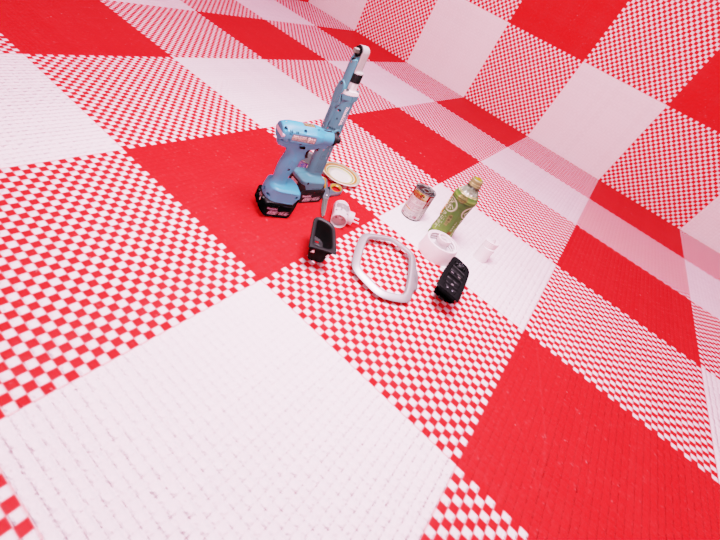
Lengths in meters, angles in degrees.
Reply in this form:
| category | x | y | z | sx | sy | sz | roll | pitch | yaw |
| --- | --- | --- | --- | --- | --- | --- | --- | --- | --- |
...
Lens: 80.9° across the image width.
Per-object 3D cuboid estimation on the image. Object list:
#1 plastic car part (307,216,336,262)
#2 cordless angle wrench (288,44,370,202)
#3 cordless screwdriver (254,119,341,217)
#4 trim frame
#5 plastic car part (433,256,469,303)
| category | x | y | z | sx | sy | sz | roll | pitch | yaw |
| --- | --- | --- | --- | --- | --- | --- | --- | --- | --- |
| plastic car part | -0.097 | -0.064 | 0.997 | 0.064 | 0.070 | 0.120 | 17 | 38 | -16 |
| cordless angle wrench | -0.076 | -0.358 | 1.072 | 0.094 | 0.421 | 0.078 | -8 | 52 | -41 |
| cordless screwdriver | -0.157 | -0.243 | 1.029 | 0.152 | 0.247 | 0.078 | 1 | 46 | -33 |
| trim frame | 0.067 | -0.012 | 1.070 | 0.183 | 0.027 | 0.252 | 23 | 37 | -5 |
| plastic car part | 0.233 | 0.029 | 1.087 | 0.068 | 0.067 | 0.200 | 34 | 37 | 7 |
